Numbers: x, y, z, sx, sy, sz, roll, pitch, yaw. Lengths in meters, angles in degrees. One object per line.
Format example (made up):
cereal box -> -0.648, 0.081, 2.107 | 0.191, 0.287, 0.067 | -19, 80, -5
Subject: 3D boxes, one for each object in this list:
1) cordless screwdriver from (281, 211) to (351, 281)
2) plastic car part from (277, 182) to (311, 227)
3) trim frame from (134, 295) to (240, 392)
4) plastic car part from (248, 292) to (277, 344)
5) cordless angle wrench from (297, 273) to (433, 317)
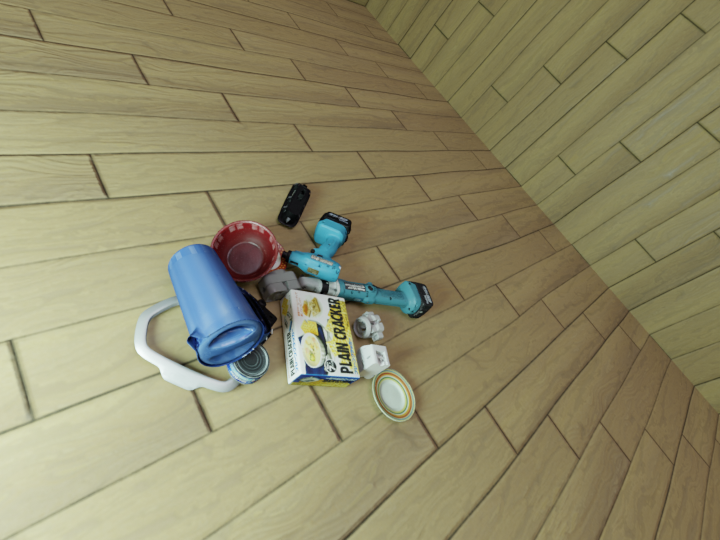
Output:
cordless screwdriver -> -0.116, -0.076, 1.188 | 0.159, 0.073, 0.252 | 18, 37, -1
plastic car part -> -0.191, -0.205, 1.280 | 0.064, 0.068, 0.206 | 37, 42, -19
trim frame -> -0.336, 0.150, 0.867 | 0.241, 0.028, 0.188 | 30, 40, -16
plastic car part -> -0.234, 0.099, 0.946 | 0.117, 0.071, 0.065 | 46, 16, 0
cordless angle wrench -> 0.015, 0.063, 1.191 | 0.405, 0.074, 0.102 | 10, 47, -28
